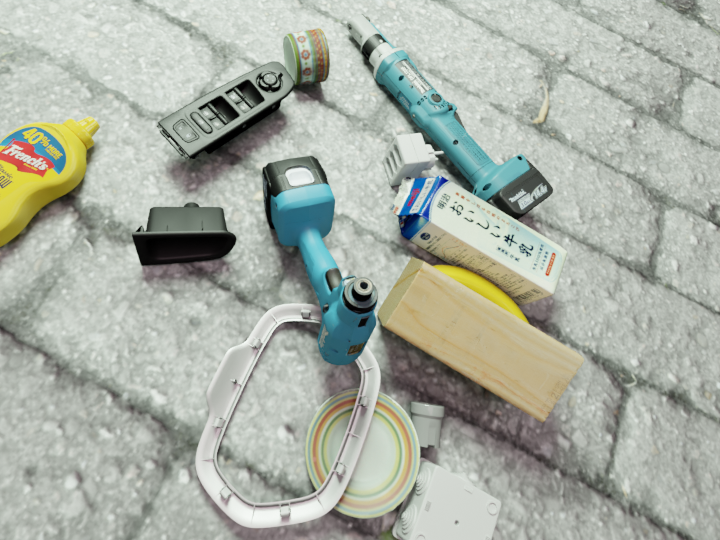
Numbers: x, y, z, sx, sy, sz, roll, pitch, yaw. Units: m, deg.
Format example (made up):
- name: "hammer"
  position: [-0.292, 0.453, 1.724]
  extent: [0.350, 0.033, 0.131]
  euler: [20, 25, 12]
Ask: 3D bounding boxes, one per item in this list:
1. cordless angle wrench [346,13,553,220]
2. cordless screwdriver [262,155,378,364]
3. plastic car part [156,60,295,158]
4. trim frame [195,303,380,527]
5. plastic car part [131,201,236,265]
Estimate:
- name: "cordless angle wrench"
  position: [0.110, -0.249, 0.657]
  extent: [0.096, 0.074, 0.433]
  euler: [-32, 76, -20]
- name: "cordless screwdriver"
  position: [-0.047, -0.031, 0.479]
  extent: [0.073, 0.156, 0.259]
  euler: [-13, 61, -18]
- name: "plastic car part"
  position: [-0.174, -0.218, 0.590]
  extent: [0.068, 0.066, 0.201]
  euler: [44, 72, 11]
- name: "trim frame"
  position: [-0.081, 0.154, 0.483]
  extent: [0.187, 0.027, 0.250]
  euler: [21, 69, 9]
- name: "plastic car part"
  position: [-0.219, -0.053, 0.531]
  extent: [0.114, 0.065, 0.074]
  euler: [-7, 59, -18]
